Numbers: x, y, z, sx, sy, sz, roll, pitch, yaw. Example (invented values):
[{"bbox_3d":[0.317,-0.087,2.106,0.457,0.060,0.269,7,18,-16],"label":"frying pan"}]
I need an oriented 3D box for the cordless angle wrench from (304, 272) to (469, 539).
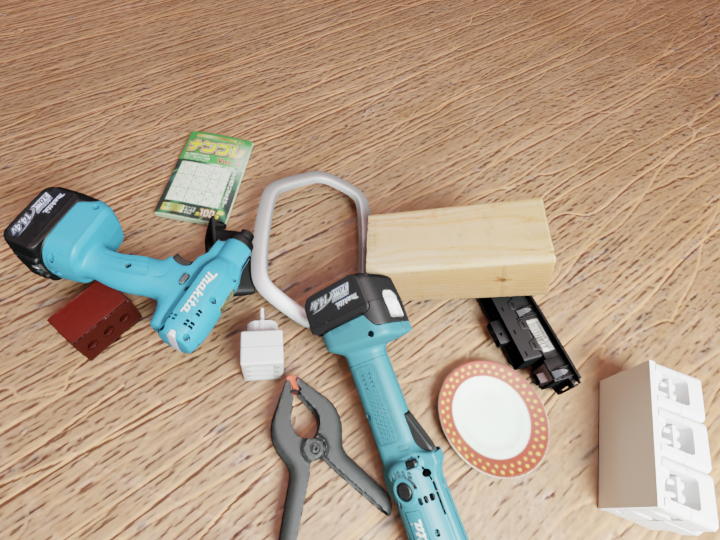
[{"bbox_3d":[0.056,0.209,0.422,0.070,0.100,0.436,9,54,-55],"label":"cordless angle wrench"}]

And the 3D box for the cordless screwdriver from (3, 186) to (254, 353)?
[{"bbox_3d":[-0.258,-0.024,0.496,0.252,0.073,0.160,23,58,7],"label":"cordless screwdriver"}]

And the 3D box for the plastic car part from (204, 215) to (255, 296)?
[{"bbox_3d":[-0.169,-0.007,0.566,0.068,0.066,0.120,-3,61,-26],"label":"plastic car part"}]

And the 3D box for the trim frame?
[{"bbox_3d":[-0.058,-0.038,0.591,0.180,0.027,0.255,7,60,-13],"label":"trim frame"}]

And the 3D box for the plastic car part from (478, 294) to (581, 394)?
[{"bbox_3d":[0.196,0.060,0.551,0.067,0.064,0.211,-16,60,1],"label":"plastic car part"}]
